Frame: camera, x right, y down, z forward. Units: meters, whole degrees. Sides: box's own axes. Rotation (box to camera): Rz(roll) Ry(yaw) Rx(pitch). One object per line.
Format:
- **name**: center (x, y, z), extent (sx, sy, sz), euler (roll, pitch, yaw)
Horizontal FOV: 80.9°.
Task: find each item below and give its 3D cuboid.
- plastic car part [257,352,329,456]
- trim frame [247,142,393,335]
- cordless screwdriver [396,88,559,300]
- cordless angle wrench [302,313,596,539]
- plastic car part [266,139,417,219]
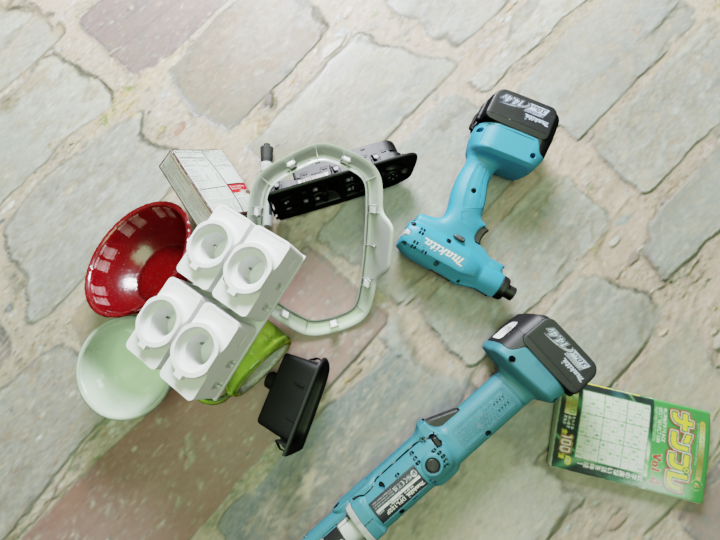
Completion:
- **plastic car part**: center (-0.089, 0.156, 0.527), extent (0.073, 0.063, 0.117), euler (14, 78, 16)
- **trim frame**: center (-0.052, -0.034, 0.533), extent (0.182, 0.028, 0.246), euler (4, 98, -6)
- **cordless screwdriver**: center (0.174, -0.095, 0.550), extent (0.161, 0.073, 0.249), euler (30, 87, 6)
- **cordless angle wrench**: center (0.081, 0.219, 0.502), extent (0.422, 0.073, 0.099), euler (-41, 83, -2)
- **plastic car part**: center (-0.026, -0.128, 0.573), extent (0.203, 0.064, 0.070), euler (-13, 56, 1)
